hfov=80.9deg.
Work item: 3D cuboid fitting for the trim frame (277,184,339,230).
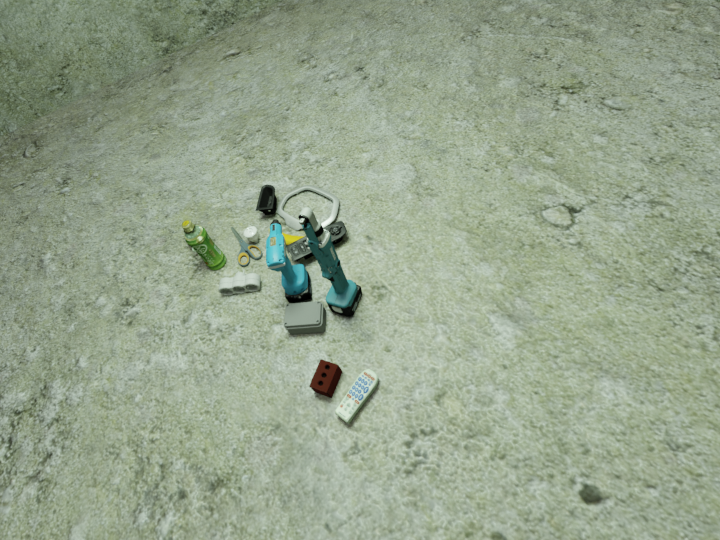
[{"bbox_3d":[-0.185,-0.219,1.485,0.262,0.026,0.183,29,69,31],"label":"trim frame"}]

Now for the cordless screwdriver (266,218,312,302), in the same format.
[{"bbox_3d":[-0.211,-0.022,1.223,0.075,0.237,0.165,-13,54,5],"label":"cordless screwdriver"}]

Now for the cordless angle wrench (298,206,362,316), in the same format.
[{"bbox_3d":[-0.080,-0.019,1.075,0.077,0.403,0.098,13,60,22],"label":"cordless angle wrench"}]

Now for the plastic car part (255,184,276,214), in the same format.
[{"bbox_3d":[-0.328,-0.246,1.522,0.067,0.068,0.119,-5,55,13],"label":"plastic car part"}]

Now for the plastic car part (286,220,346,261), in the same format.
[{"bbox_3d":[-0.132,-0.086,1.352,0.202,0.064,0.070,-30,54,-4],"label":"plastic car part"}]
